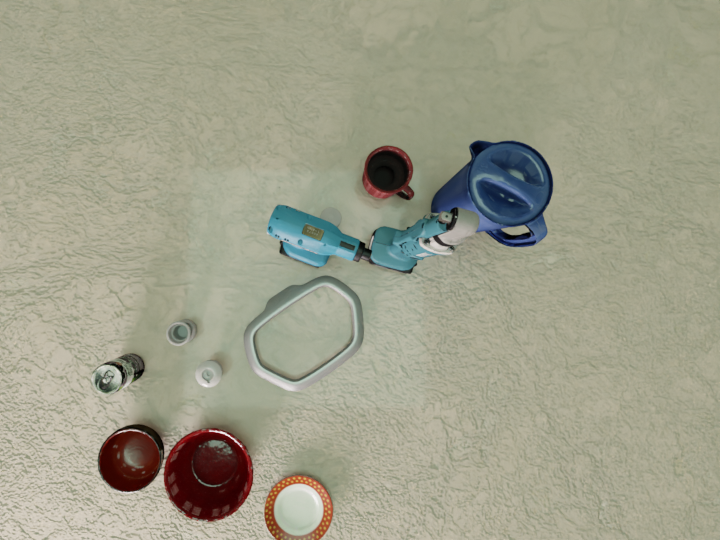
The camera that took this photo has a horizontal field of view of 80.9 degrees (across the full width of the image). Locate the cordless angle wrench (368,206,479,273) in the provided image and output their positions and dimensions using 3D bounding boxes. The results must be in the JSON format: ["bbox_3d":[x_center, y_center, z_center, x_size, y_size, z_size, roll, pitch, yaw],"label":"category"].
[{"bbox_3d":[0.088,-0.045,0.647,0.097,0.424,0.074,16,86,-6],"label":"cordless angle wrench"}]

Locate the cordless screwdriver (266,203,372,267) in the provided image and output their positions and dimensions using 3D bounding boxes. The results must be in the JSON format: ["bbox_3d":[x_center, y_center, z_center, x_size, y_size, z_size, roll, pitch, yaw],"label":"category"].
[{"bbox_3d":[-0.071,-0.047,0.730,0.159,0.249,0.074,21,86,-4],"label":"cordless screwdriver"}]

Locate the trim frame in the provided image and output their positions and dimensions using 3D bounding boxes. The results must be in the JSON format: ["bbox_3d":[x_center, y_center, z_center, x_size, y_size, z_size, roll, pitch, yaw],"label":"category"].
[{"bbox_3d":[-0.107,0.119,0.824,0.247,0.027,0.185,-35,87,-4],"label":"trim frame"}]
